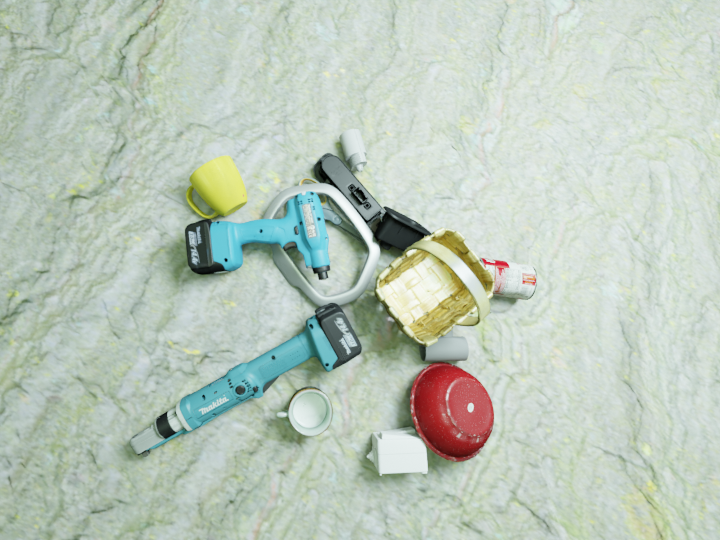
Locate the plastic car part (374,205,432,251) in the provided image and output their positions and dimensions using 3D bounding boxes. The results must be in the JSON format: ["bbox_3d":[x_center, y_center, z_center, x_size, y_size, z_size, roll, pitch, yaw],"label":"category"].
[{"bbox_3d":[0.068,-0.069,0.785,0.110,0.070,0.071,17,112,-38],"label":"plastic car part"}]

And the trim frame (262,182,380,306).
[{"bbox_3d":[-0.078,-0.051,0.793,0.184,0.027,0.251,-37,84,1],"label":"trim frame"}]

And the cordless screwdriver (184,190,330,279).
[{"bbox_3d":[-0.180,-0.039,0.761,0.250,0.073,0.160,-13,85,3],"label":"cordless screwdriver"}]

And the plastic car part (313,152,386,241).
[{"bbox_3d":[-0.018,-0.148,0.816,0.066,0.066,0.207,-40,80,-3],"label":"plastic car part"}]

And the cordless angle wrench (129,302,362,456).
[{"bbox_3d":[-0.203,0.195,0.728,0.421,0.076,0.096,-29,100,-4],"label":"cordless angle wrench"}]
